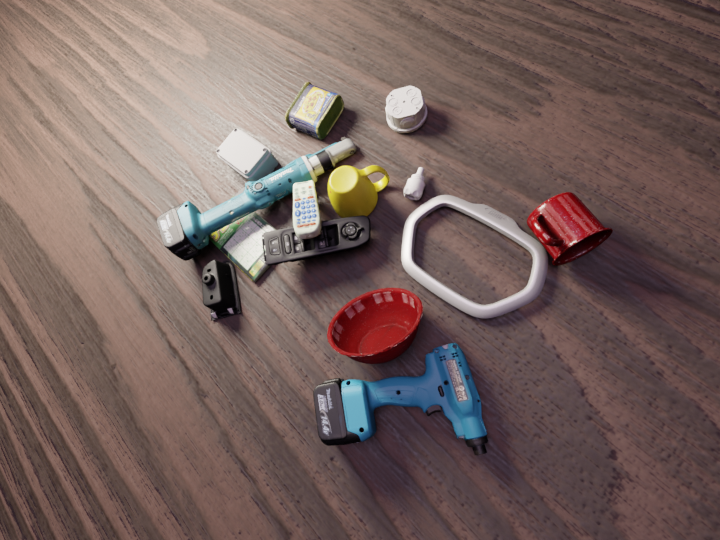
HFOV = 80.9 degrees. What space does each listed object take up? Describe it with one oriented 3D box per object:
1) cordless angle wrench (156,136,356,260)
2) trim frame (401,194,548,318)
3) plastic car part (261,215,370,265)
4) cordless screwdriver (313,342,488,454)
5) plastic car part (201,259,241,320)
[{"bbox_3d":[-0.200,-0.157,0.855,0.423,0.071,0.102,-27,65,0],"label":"cordless angle wrench"},{"bbox_3d":[0.186,-0.030,0.720,0.260,0.026,0.184,34,86,26],"label":"trim frame"},{"bbox_3d":[-0.077,-0.050,0.787,0.205,0.064,0.068,-13,63,9],"label":"plastic car part"},{"bbox_3d":[0.059,0.221,0.654,0.251,0.071,0.164,-17,69,7],"label":"cordless screwdriver"},{"bbox_3d":[-0.282,0.031,0.826,0.067,0.068,0.119,-16,72,9],"label":"plastic car part"}]
